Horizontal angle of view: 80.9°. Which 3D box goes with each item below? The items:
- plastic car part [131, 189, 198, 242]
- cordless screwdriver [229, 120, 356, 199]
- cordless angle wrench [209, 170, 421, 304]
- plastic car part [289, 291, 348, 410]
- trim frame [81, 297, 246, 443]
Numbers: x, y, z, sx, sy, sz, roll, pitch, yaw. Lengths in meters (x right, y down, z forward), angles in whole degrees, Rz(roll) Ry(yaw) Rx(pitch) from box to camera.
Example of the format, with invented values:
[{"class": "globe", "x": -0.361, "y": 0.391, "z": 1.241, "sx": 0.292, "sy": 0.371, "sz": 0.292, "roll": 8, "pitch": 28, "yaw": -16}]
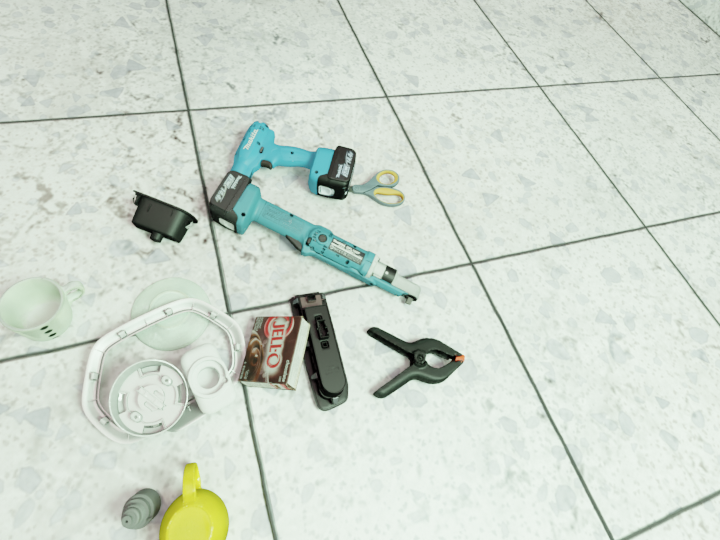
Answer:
[{"class": "plastic car part", "x": -0.368, "y": -0.088, "z": 0.774, "sx": 0.116, "sy": 0.066, "sz": 0.071, "roll": 24, "pitch": 74, "yaw": -2}, {"class": "cordless screwdriver", "x": -0.142, "y": -0.208, "z": 0.873, "sx": 0.252, "sy": 0.073, "sz": 0.160, "roll": 18, "pitch": 68, "yaw": 6}, {"class": "cordless angle wrench", "x": -0.078, "y": -0.051, "z": 0.799, "sx": 0.424, "sy": 0.074, "sz": 0.098, "roll": 27, "pitch": 69, "yaw": 1}, {"class": "plastic car part", "x": -0.062, "y": 0.124, "z": 0.707, "sx": 0.064, "sy": 0.067, "sz": 0.209, "roll": -4, "pitch": 64, "yaw": -24}, {"class": "trim frame", "x": -0.296, "y": 0.148, "z": 0.651, "sx": 0.243, "sy": 0.028, "sz": 0.187, "roll": -27, "pitch": 79, "yaw": -26}]
